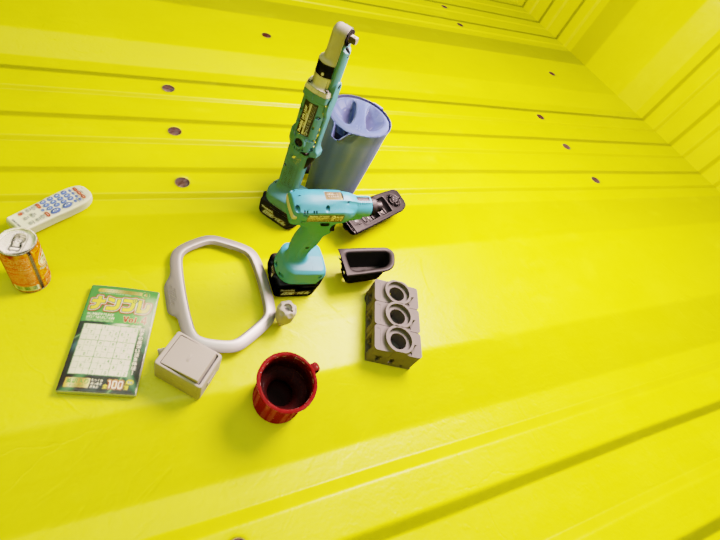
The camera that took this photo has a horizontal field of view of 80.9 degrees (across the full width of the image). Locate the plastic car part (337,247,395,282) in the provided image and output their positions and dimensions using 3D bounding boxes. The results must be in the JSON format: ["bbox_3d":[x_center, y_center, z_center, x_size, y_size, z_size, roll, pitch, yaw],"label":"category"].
[{"bbox_3d":[0.008,-0.004,0.856,0.113,0.070,0.069,-3,56,-23],"label":"plastic car part"}]

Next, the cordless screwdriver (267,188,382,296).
[{"bbox_3d":[-0.073,-0.048,0.744,0.154,0.247,0.077,-2,57,-25],"label":"cordless screwdriver"}]

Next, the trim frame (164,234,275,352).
[{"bbox_3d":[-0.254,0.034,0.759,0.178,0.027,0.259,-9,57,-26],"label":"trim frame"}]

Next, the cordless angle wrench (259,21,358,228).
[{"bbox_3d":[-0.098,-0.243,0.774,0.099,0.421,0.074,36,49,3],"label":"cordless angle wrench"}]

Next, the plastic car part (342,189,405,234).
[{"bbox_3d":[0.028,-0.128,0.963,0.198,0.066,0.068,-31,71,-36],"label":"plastic car part"}]
